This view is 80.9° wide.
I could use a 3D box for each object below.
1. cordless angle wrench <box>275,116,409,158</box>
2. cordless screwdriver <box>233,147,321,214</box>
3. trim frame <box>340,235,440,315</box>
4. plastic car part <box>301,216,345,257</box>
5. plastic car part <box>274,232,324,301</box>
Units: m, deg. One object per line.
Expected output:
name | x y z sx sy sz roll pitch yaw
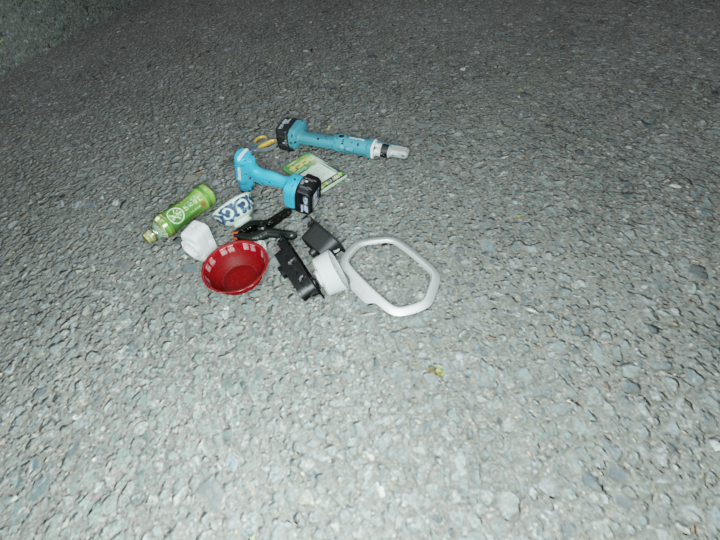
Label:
cordless angle wrench | -0.059 -0.396 1.312 0.437 0.071 0.098 15 53 18
cordless screwdriver | -0.235 -0.230 1.171 0.253 0.156 0.074 25 58 8
trim frame | 0.065 0.006 0.969 0.181 0.026 0.262 -32 54 -21
plastic car part | -0.102 -0.067 1.045 0.071 0.063 0.123 -42 58 -7
plastic car part | -0.153 -0.002 0.990 0.066 0.063 0.214 -35 53 -10
